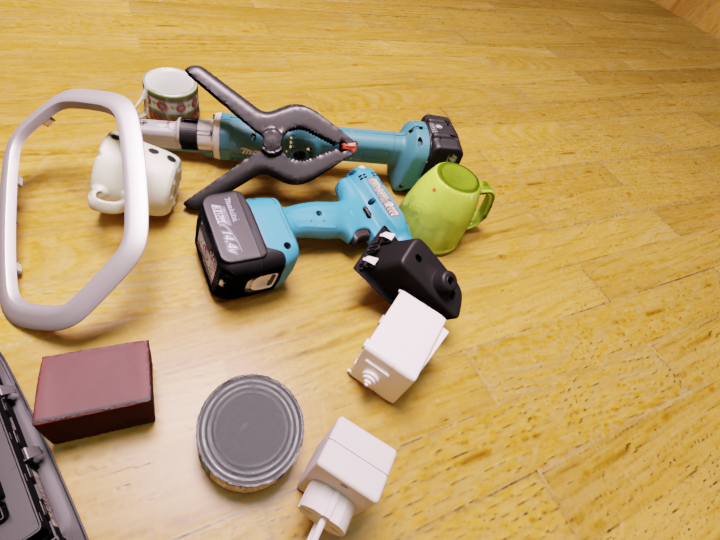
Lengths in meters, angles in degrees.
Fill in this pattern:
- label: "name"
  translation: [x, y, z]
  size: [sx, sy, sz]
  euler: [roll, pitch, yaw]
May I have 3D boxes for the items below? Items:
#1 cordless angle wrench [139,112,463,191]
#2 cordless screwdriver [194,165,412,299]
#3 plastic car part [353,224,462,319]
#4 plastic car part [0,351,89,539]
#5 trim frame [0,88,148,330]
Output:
- label: "cordless angle wrench"
  translation: [-0.081, -0.169, 0.566]
  size: [0.416, 0.096, 0.077]
  euler: [2, 53, -9]
- label: "cordless screwdriver"
  translation: [-0.046, -0.030, 0.471]
  size: [0.240, 0.074, 0.165]
  euler: [-18, 66, -32]
- label: "plastic car part"
  translation: [0.063, 0.009, 0.437]
  size: [0.114, 0.073, 0.066]
  euler: [44, 62, -13]
- label: "plastic car part"
  translation: [-0.257, 0.135, 0.289]
  size: [0.065, 0.065, 0.212]
  euler: [-31, 62, -27]
- label: "trim frame"
  translation: [-0.279, -0.067, 0.400]
  size: [0.187, 0.026, 0.254]
  euler: [-18, 73, 10]
